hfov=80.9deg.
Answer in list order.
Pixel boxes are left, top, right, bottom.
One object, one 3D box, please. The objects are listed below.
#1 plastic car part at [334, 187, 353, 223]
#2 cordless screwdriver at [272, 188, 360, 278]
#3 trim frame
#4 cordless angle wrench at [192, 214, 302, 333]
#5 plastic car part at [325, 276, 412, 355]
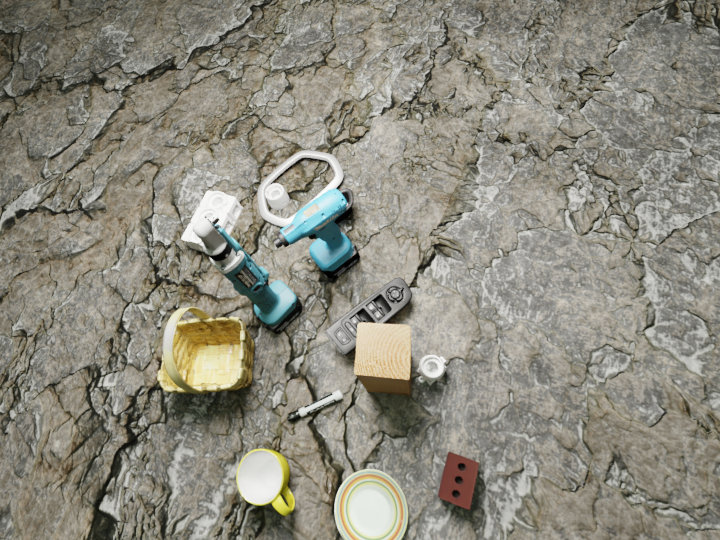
[{"bbox_3d":[-0.062,-0.140,1.023,0.116,0.068,0.069,-30,64,-4],"label":"plastic car part"},{"bbox_3d":[-0.087,-0.057,0.893,0.158,0.239,0.078,-36,67,-8],"label":"cordless screwdriver"},{"bbox_3d":[-0.160,-0.217,1.104,0.247,0.026,0.193,-43,64,-9],"label":"trim frame"},{"bbox_3d":[-0.207,0.016,0.790,0.097,0.407,0.077,-44,68,-11],"label":"cordless angle wrench"},{"bbox_3d":[0.025,0.097,0.894,0.202,0.064,0.069,-39,65,-8],"label":"plastic car part"}]
